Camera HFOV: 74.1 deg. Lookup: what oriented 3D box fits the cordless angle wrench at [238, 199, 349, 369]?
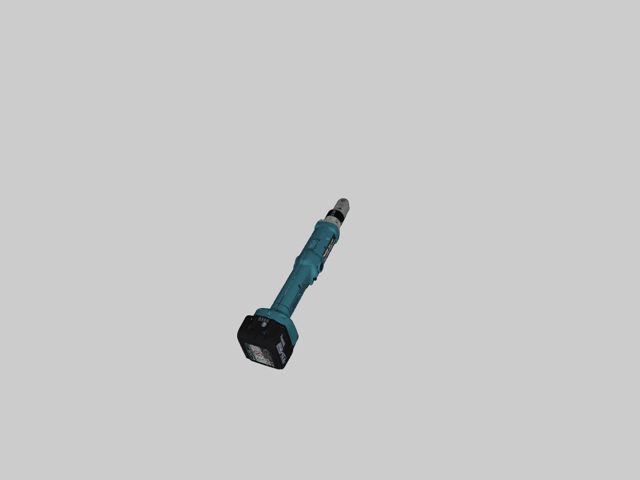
[{"bbox_3d":[-0.023,0.051,0.844,0.074,0.098,0.421,11,47,21],"label":"cordless angle wrench"}]
